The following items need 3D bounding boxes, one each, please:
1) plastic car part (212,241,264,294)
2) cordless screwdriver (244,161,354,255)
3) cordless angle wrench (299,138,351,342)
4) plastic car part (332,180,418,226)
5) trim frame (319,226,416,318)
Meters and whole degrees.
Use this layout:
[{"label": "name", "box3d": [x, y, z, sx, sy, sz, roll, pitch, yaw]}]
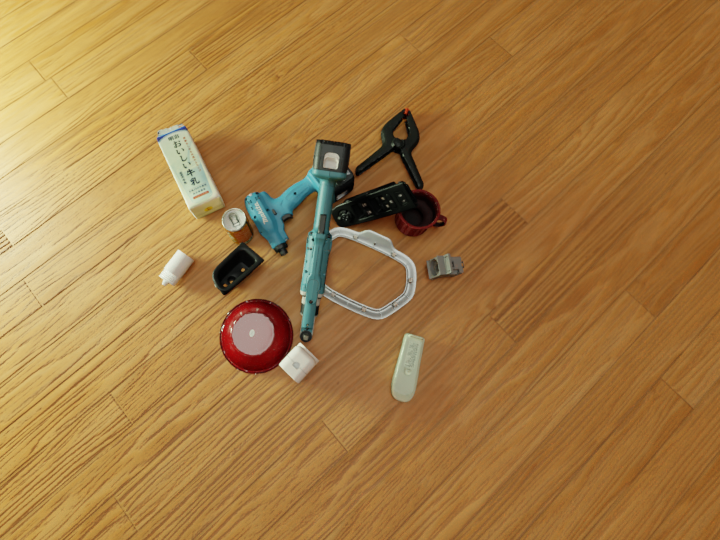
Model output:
[{"label": "plastic car part", "box3d": [-0.275, 0.007, 0.924, 0.067, 0.070, 0.115, 38, 62, 7]}, {"label": "cordless screwdriver", "box3d": [-0.126, -0.153, 0.969, 0.248, 0.073, 0.162, -30, 80, -4]}, {"label": "cordless angle wrench", "box3d": [-0.088, -0.057, 0.897, 0.074, 0.099, 0.421, 8, 94, -4]}, {"label": "plastic car part", "box3d": [0.024, -0.151, 0.931, 0.210, 0.063, 0.068, -16, 41, 32]}, {"label": "trim frame", "box3d": [0.005, 0.000, 0.950, 0.253, 0.027, 0.184, 25, 75, 8]}]
